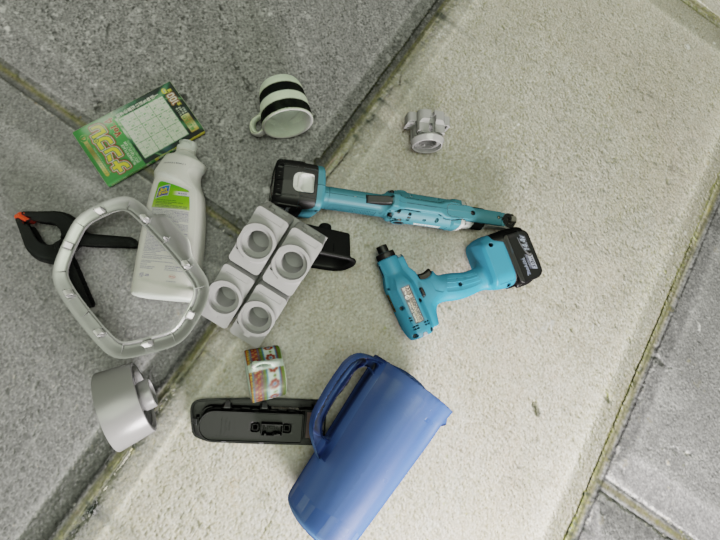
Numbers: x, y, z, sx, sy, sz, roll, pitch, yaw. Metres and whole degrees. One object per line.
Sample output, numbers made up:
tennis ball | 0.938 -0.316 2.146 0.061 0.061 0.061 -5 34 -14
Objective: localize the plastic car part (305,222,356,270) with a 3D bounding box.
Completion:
plastic car part | -0.067 -0.044 0.683 0.114 0.066 0.072 7 65 -12

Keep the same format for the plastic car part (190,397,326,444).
plastic car part | -0.149 0.225 0.615 0.201 0.067 0.066 5 89 -6

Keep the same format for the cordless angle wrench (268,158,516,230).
cordless angle wrench | 0.063 -0.106 0.702 0.414 0.099 0.075 6 80 -12

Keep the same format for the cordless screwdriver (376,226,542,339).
cordless screwdriver | 0.155 -0.007 0.700 0.246 0.074 0.161 -23 84 -9

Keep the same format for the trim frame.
trim frame | -0.321 0.004 0.585 0.183 0.027 0.256 -43 74 -9
